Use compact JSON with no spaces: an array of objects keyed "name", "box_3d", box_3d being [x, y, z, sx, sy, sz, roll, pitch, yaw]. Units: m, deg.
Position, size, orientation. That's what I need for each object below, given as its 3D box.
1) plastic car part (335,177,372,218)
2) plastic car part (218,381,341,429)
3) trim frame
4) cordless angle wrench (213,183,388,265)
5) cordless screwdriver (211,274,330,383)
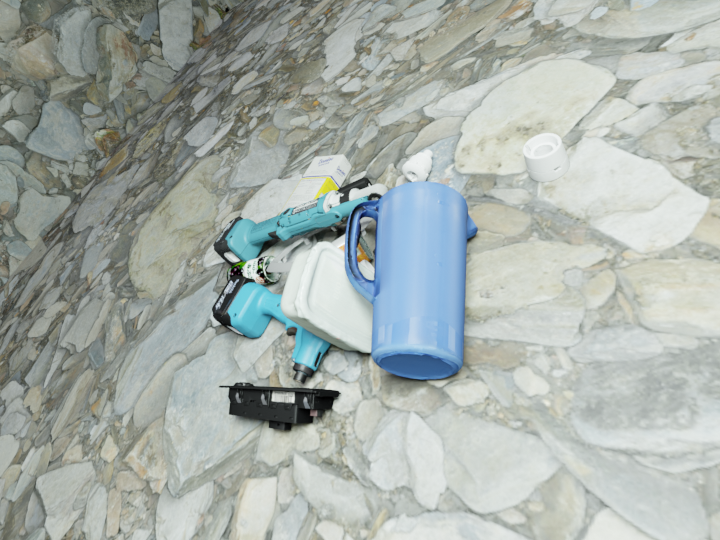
[{"name":"plastic car part","box_3d":[-0.018,-0.143,0.820,0.121,0.063,0.071,-14,33,33]},{"name":"plastic car part","box_3d":[-0.128,0.196,0.626,0.212,0.063,0.068,-4,80,35]},{"name":"trim frame","box_3d":[-0.072,-0.047,0.736,0.182,0.027,0.257,-40,17,-25]},{"name":"cordless angle wrench","box_3d":[-0.123,-0.090,0.791,0.440,0.071,0.098,-11,42,41]},{"name":"cordless screwdriver","box_3d":[-0.149,0.090,0.716,0.261,0.070,0.160,3,59,36]}]
